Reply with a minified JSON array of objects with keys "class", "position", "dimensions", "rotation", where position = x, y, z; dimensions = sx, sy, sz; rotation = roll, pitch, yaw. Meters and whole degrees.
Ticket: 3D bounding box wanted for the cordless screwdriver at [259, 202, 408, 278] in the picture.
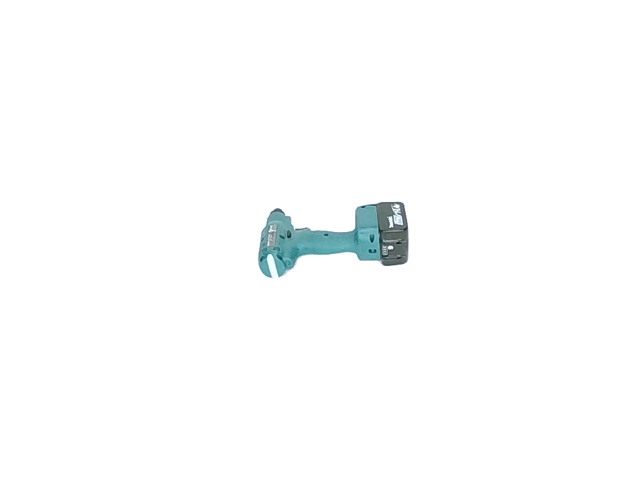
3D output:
[{"class":"cordless screwdriver","position":[0.021,-0.015,0.731],"dimensions":[0.249,0.074,0.159],"rotation":[-7,38,4]}]
